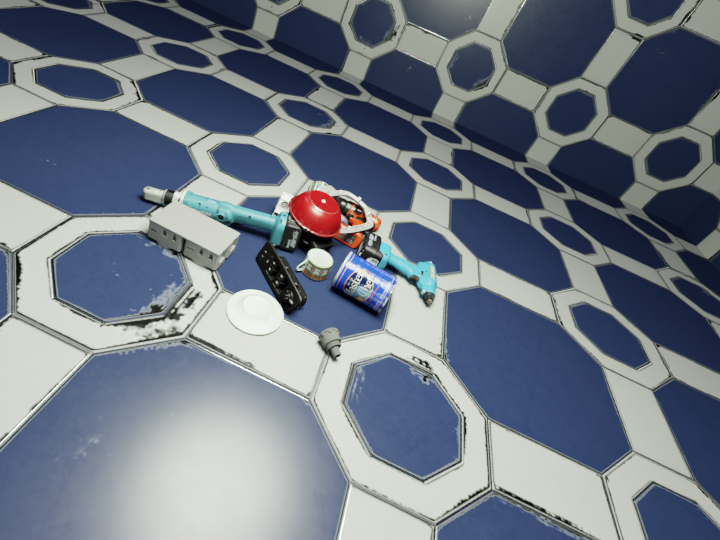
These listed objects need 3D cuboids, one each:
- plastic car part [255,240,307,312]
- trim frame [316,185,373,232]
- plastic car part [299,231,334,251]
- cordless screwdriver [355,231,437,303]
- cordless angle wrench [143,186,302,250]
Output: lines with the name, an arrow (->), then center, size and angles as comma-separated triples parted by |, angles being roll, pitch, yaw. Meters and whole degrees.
plastic car part -> -0.188, 0.020, 1.029 | 0.063, 0.067, 0.214 | 26, 23, -49
trim frame -> -0.059, -0.186, 1.268 | 0.239, 0.027, 0.192 | -16, 58, -44
plastic car part -> -0.115, -0.075, 1.177 | 0.072, 0.067, 0.113 | 58, 30, 5
cordless screwdriver -> 0.107, -0.003, 1.212 | 0.245, 0.074, 0.162 | 24, 36, -8
cordless angle wrench -> -0.363, -0.154, 1.122 | 0.417, 0.097, 0.076 | 15, 40, -7
